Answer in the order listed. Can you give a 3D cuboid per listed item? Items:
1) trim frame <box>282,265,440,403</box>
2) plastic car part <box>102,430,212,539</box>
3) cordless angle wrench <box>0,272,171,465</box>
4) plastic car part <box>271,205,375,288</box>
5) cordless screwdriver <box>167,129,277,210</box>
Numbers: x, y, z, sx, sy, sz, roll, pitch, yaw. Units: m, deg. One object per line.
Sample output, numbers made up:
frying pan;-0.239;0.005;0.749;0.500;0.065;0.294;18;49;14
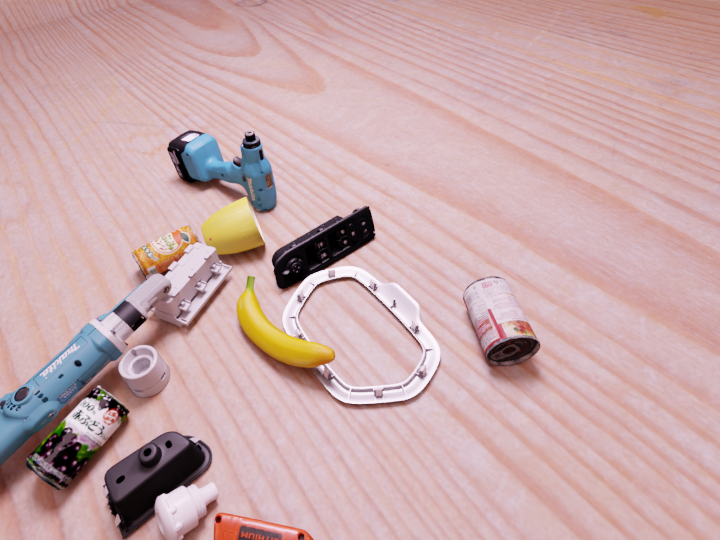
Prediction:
trim frame;-0.004;0.080;0.610;0.180;0.026;0.263;-28;49;-21
plastic car part;-0.231;0.219;0.469;0.115;0.068;0.069;-35;56;-23
cordless angle wrench;-0.391;0.159;0.506;0.102;0.071;0.420;25;59;25
plastic car part;-0.069;-0.045;0.710;0.199;0.064;0.071;-36;45;-26
cordless screwdriver;-0.274;-0.222;0.831;0.261;0.153;0.073;24;51;27
